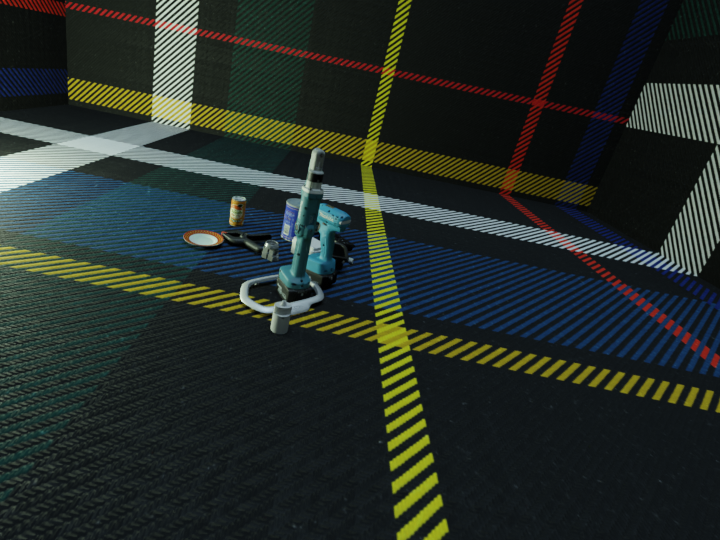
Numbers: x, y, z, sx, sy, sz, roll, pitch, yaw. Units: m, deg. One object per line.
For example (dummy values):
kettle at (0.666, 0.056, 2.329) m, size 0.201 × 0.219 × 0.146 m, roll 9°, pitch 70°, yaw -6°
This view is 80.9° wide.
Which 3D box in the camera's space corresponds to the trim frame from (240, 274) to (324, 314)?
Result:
trim frame at (-0.219, 0.064, 1.181) m, size 0.238 × 0.027 × 0.195 m, roll -10°, pitch 32°, yaw -40°

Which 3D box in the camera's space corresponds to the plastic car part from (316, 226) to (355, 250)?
plastic car part at (-0.100, -0.109, 1.565) m, size 0.063 × 0.066 × 0.215 m, roll -3°, pitch 28°, yaw -33°

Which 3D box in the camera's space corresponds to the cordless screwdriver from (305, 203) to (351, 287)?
cordless screwdriver at (-0.125, -0.082, 1.276) m, size 0.168 × 0.245 × 0.071 m, roll 28°, pitch 26°, yaw 31°

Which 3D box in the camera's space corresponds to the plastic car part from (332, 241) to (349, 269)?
plastic car part at (-0.079, -0.042, 1.423) m, size 0.065 × 0.070 × 0.119 m, roll 10°, pitch 24°, yaw -7°

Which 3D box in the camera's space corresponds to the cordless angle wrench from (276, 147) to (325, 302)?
cordless angle wrench at (-0.148, -0.114, 1.127) m, size 0.071 × 0.417 × 0.104 m, roll -2°, pitch 27°, yaw -33°
